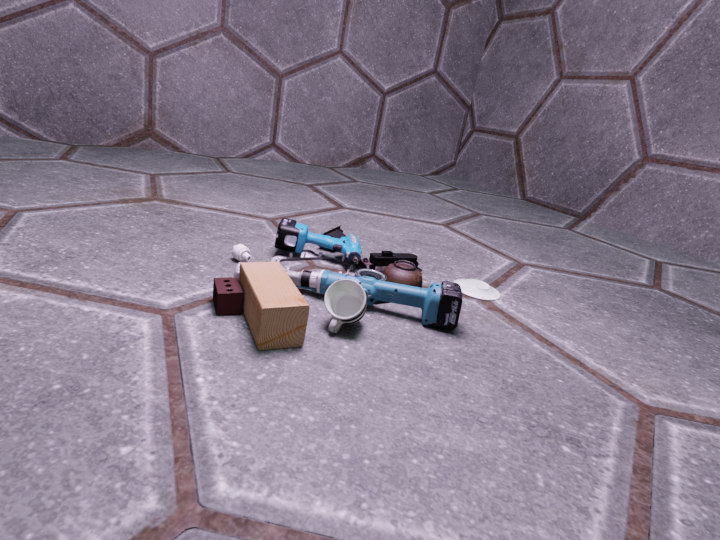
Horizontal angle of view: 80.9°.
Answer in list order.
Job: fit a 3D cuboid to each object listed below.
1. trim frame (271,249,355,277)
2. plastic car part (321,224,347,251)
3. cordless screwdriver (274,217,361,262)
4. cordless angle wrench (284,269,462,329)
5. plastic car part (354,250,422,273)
[{"bbox_3d":[-0.127,-0.017,1.174,0.239,0.027,0.194,-4,24,-27],"label":"trim frame"},{"bbox_3d":[-0.079,-0.091,1.350,0.073,0.065,0.114,31,30,15],"label":"plastic car part"},{"bbox_3d":[-0.118,-0.077,1.211,0.246,0.073,0.163,11,20,-7],"label":"cordless screwdriver"},{"bbox_3d":[0.011,0.046,0.984,0.432,0.096,0.074,10,22,12],"label":"cordless angle wrench"},{"bbox_3d":[0.087,-0.025,1.237,0.196,0.066,0.069,3,14,-22],"label":"plastic car part"}]
